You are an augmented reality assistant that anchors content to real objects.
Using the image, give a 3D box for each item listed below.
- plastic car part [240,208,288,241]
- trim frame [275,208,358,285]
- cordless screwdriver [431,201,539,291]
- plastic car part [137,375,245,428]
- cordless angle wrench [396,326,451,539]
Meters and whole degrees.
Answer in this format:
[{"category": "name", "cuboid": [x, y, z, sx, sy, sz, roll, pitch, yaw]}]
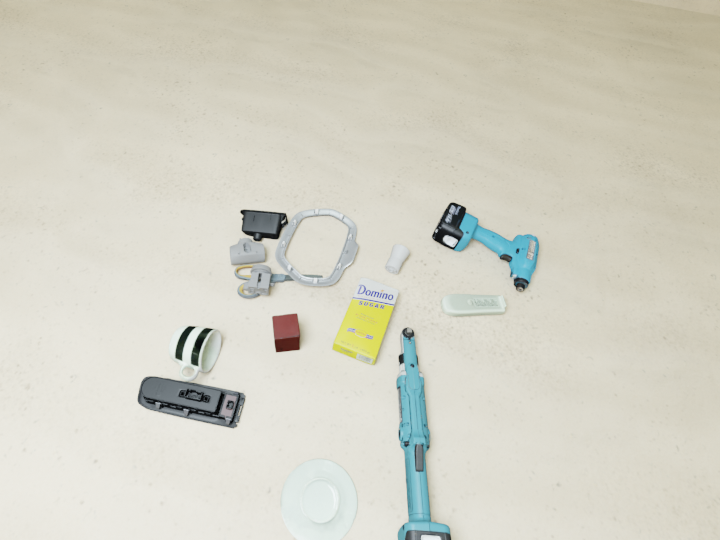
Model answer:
[{"category": "plastic car part", "cuboid": [-0.240, -0.106, 1.034, 0.117, 0.064, 0.072, 4, 70, 1]}, {"category": "trim frame", "cuboid": [-0.100, -0.065, 1.022, 0.186, 0.027, 0.251, 17, 51, 5]}, {"category": "cordless screwdriver", "cuboid": [0.302, -0.057, 1.025, 0.252, 0.073, 0.160, 23, 57, 7]}, {"category": "plastic car part", "cuboid": [-0.323, 0.238, 0.788, 0.205, 0.065, 0.067, 9, 63, 5]}, {"category": "cordless angle wrench", "cuboid": [0.097, 0.298, 0.762, 0.074, 0.095, 0.435, 4, 51, -5]}]
